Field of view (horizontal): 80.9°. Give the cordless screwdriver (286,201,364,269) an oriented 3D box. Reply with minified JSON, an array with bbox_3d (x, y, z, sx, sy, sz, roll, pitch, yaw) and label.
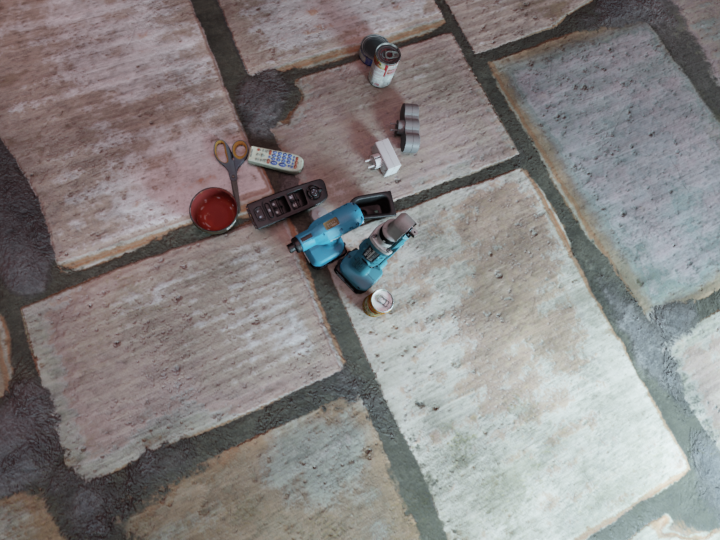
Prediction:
[{"bbox_3d":[-0.090,-0.059,0.916,0.157,0.248,0.075,-29,85,-14],"label":"cordless screwdriver"}]

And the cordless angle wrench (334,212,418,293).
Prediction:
[{"bbox_3d":[0.027,-0.034,0.831,0.074,0.423,0.099,-43,89,-16],"label":"cordless angle wrench"}]

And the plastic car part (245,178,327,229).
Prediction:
[{"bbox_3d":[-0.173,-0.159,1.028,0.200,0.067,0.067,-25,82,-12],"label":"plastic car part"}]

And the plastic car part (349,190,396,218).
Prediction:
[{"bbox_3d":[0.019,-0.149,1.042,0.115,0.071,0.067,-10,79,-9],"label":"plastic car part"}]
